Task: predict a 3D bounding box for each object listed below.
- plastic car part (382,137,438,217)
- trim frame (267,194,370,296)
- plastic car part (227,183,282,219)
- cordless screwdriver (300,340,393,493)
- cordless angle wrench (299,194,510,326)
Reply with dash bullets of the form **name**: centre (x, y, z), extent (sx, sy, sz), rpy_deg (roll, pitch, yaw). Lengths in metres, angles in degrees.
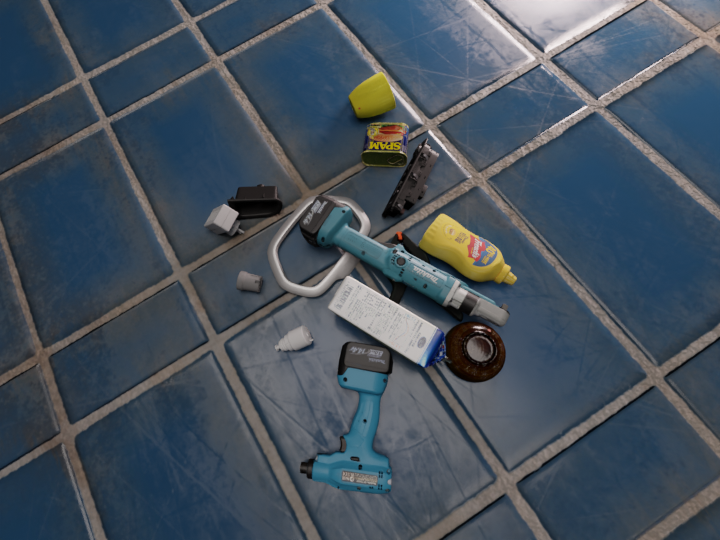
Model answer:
- **plastic car part**: centre (0.117, -0.199, 0.919), extent (0.067, 0.066, 0.204), rpy_deg (23, 74, 1)
- **trim frame**: centre (-0.089, -0.058, 0.909), extent (0.190, 0.027, 0.248), rpy_deg (32, 75, 17)
- **plastic car part**: centre (-0.232, -0.162, 0.948), extent (0.116, 0.064, 0.073), rpy_deg (-6, 57, -1)
- **cordless screwdriver**: centre (-0.020, 0.257, 0.763), extent (0.161, 0.072, 0.252), rpy_deg (3, 74, 6)
- **cordless angle wrench**: centre (0.076, -0.011, 0.815), extent (0.438, 0.072, 0.098), rpy_deg (30, 75, 18)
